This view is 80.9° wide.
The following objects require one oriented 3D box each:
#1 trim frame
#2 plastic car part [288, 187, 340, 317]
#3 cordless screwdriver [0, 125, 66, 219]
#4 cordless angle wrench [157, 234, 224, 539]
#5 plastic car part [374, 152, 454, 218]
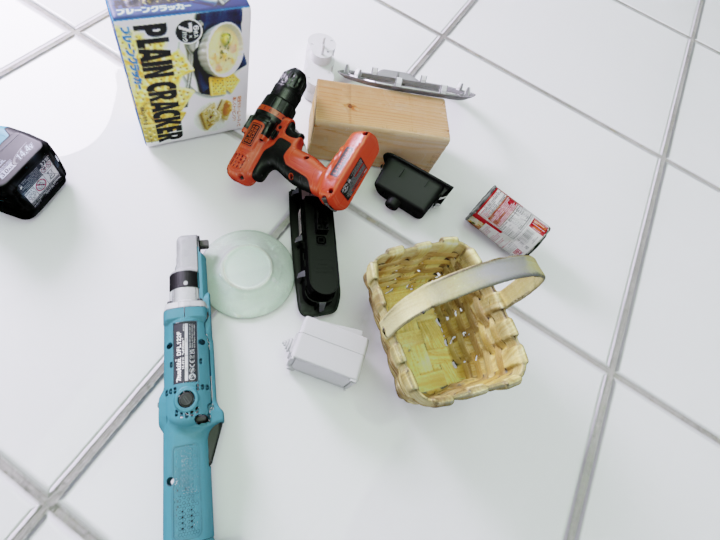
[{"bbox_3d":[0.082,-0.330,0.736,0.245,0.027,0.190,3,29,-8],"label":"trim frame"},{"bbox_3d":[-0.057,-0.037,0.581,0.064,0.068,0.208,6,64,-23],"label":"plastic car part"},{"bbox_3d":[-0.518,-0.169,0.554,0.250,0.073,0.161,16,61,2],"label":"cordless screwdriver"},{"bbox_3d":[-0.183,0.145,0.456,0.096,0.073,0.437,-6,62,-15],"label":"cordless angle wrench"},{"bbox_3d":[0.070,-0.121,0.652,0.118,0.065,0.071,30,76,6],"label":"plastic car part"}]
